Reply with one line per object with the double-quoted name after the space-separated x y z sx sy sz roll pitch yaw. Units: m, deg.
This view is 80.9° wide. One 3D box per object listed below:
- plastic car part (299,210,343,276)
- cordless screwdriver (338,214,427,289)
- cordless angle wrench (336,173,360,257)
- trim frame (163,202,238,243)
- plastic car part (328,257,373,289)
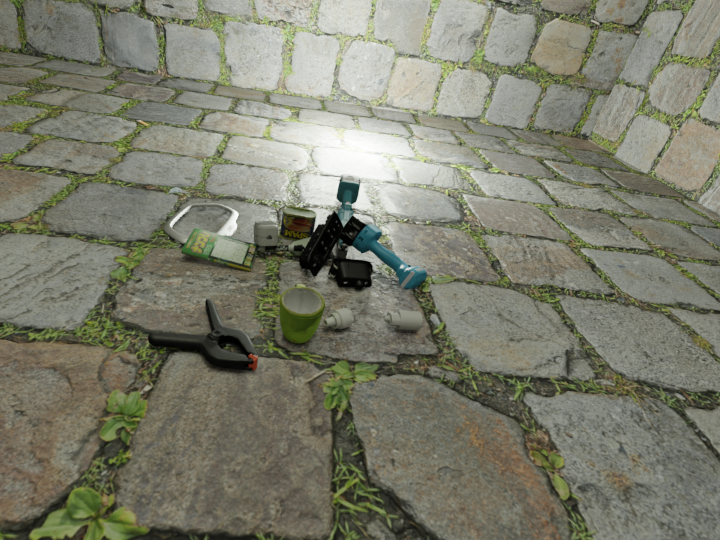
-0.111 -0.073 1.136 0.069 0.063 0.205 -1 46 23 "plastic car part"
0.069 -0.048 1.123 0.258 0.074 0.153 41 18 18 "cordless screwdriver"
-0.046 -0.172 1.330 0.074 0.096 0.434 9 37 -5 "cordless angle wrench"
-0.451 -0.137 1.214 0.185 0.027 0.252 10 31 2 "trim frame"
-0.016 0.015 1.077 0.114 0.065 0.073 5 48 -15 "plastic car part"
